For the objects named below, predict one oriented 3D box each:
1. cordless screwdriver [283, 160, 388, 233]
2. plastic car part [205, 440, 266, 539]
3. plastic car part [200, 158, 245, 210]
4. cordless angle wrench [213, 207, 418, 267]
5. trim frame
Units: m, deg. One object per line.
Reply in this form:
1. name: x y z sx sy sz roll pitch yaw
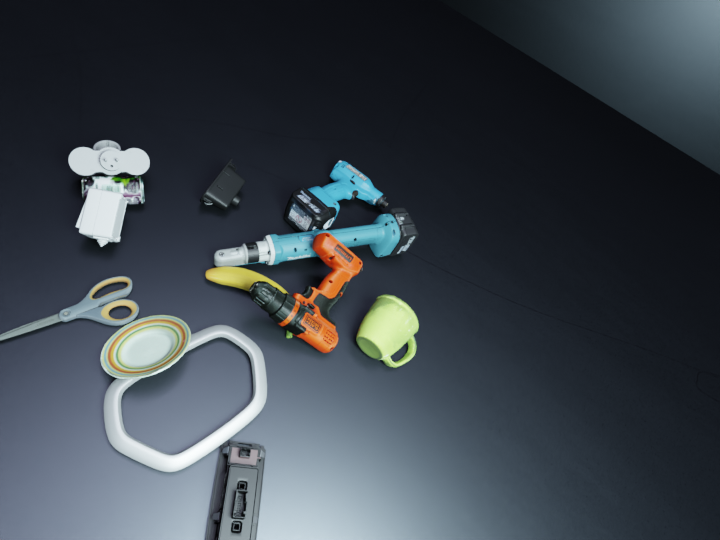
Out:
1. cordless screwdriver: -0.048 -0.155 0.964 0.163 0.074 0.245 37 45 9
2. plastic car part: -0.159 0.325 0.542 0.064 0.067 0.209 16 51 -20
3. plastic car part: -0.285 -0.169 0.899 0.069 0.067 0.118 31 50 -17
4. cordless angle wrench: -0.084 -0.055 0.859 0.410 0.097 0.077 -10 62 -23
5. trim frame: -0.256 0.181 0.643 0.242 0.027 0.190 -31 69 -35
